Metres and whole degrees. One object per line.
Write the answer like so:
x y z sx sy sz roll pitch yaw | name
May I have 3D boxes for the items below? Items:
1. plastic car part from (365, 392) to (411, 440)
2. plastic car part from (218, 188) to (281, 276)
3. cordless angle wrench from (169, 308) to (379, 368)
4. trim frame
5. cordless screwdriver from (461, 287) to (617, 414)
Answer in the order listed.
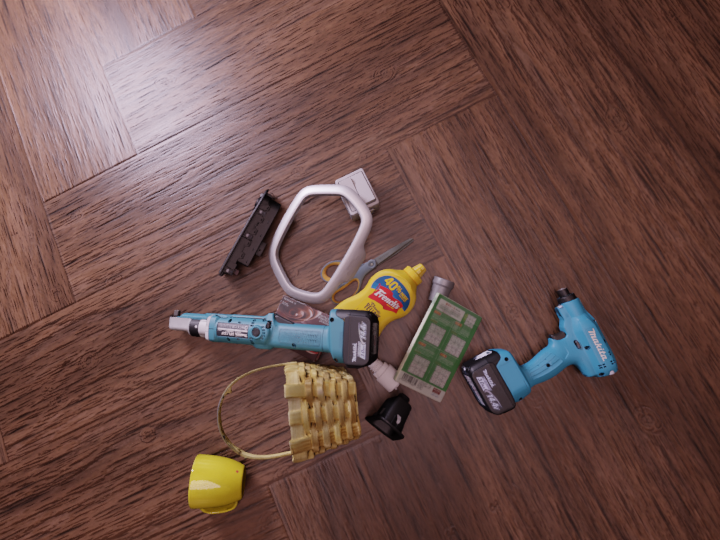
0.060 0.255 0.755 0.067 0.115 0.070 34 63 7 | plastic car part
-0.219 -0.072 0.862 0.067 0.066 0.203 24 85 -2 | plastic car part
-0.181 0.113 0.790 0.436 0.071 0.099 1 82 19 | cordless angle wrench
-0.081 -0.053 0.829 0.190 0.027 0.248 33 101 16 | trim frame
0.305 0.144 0.753 0.249 0.073 0.162 -22 79 0 | cordless screwdriver
